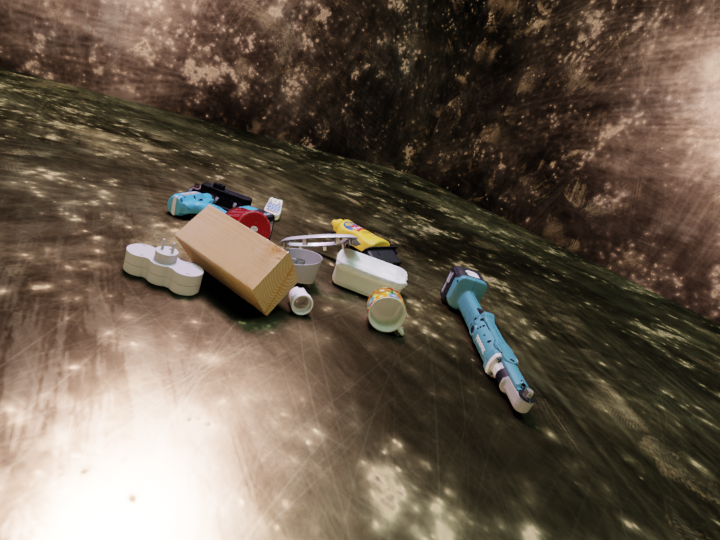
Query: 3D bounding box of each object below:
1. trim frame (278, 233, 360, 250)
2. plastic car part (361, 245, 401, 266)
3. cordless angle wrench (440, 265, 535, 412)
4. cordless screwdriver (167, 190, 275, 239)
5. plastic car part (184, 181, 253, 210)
[{"bbox_3d":[-0.095,-0.062,0.967,0.182,0.028,0.251,-3,-2,-10],"label":"trim frame"},{"bbox_3d":[0.059,-0.021,1.104,0.111,0.066,0.075,-4,44,-41],"label":"plastic car part"},{"bbox_3d":[0.252,0.125,0.859,0.073,0.097,0.432,17,24,-10],"label":"cordless angle wrench"},{"bbox_3d":[-0.329,-0.140,1.046,0.256,0.073,0.156,20,19,14],"label":"cordless screwdriver"},{"bbox_3d":[-0.385,-0.206,1.186,0.205,0.067,0.066,24,12,5],"label":"plastic car part"}]
